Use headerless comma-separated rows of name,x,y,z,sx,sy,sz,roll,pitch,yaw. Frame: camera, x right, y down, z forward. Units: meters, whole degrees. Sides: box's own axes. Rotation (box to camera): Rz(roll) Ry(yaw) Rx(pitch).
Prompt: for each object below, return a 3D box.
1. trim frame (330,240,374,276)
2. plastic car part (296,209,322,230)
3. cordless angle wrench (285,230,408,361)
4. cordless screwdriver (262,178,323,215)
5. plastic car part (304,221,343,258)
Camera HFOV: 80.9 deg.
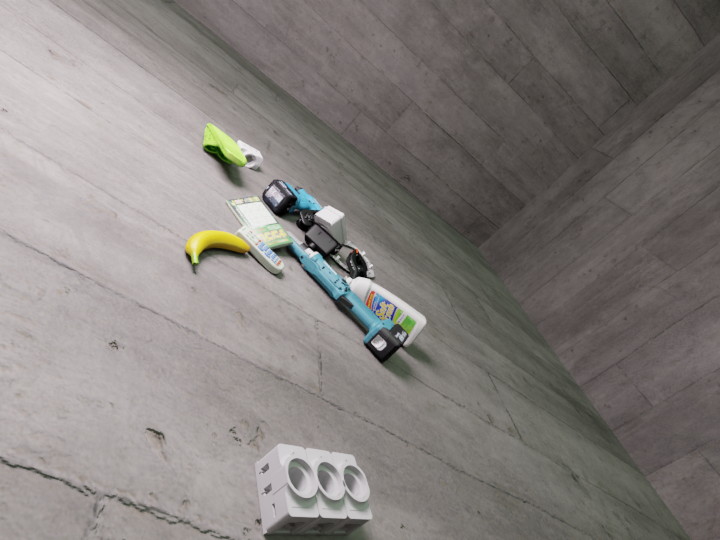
trim frame,-0.038,-0.053,1.392,0.235,0.028,0.193,13,35,-50
plastic car part,-0.136,-0.157,1.354,0.194,0.069,0.067,-3,71,-58
cordless angle wrench,-0.059,0.047,1.098,0.434,0.075,0.095,45,21,13
cordless screwdriver,-0.218,-0.234,1.363,0.165,0.075,0.238,50,18,21
plastic car part,-0.122,-0.080,1.245,0.117,0.066,0.070,41,53,2
